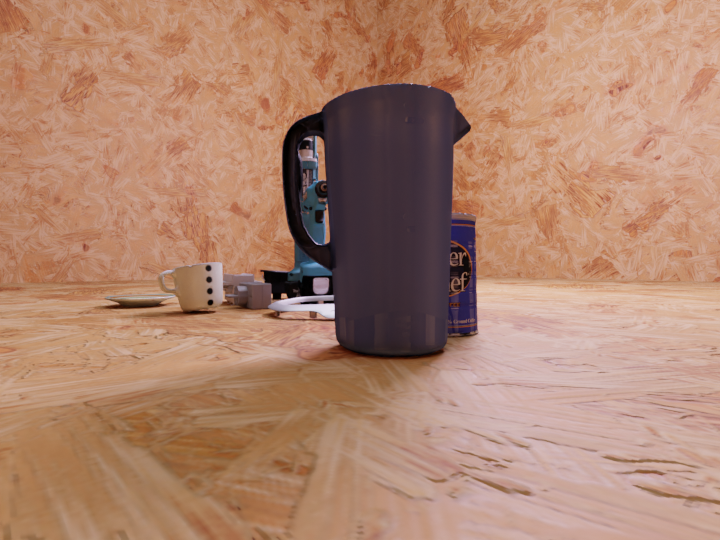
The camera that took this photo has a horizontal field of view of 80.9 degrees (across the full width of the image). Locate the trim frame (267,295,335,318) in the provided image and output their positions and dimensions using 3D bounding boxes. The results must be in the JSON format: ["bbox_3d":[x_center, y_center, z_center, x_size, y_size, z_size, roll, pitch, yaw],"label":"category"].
[{"bbox_3d":[-0.030,0.058,0.702,0.248,0.027,0.184,0,1,-2],"label":"trim frame"}]

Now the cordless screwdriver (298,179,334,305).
[{"bbox_3d":[-0.082,-0.054,0.843,0.073,0.249,0.161,0,-2,-12],"label":"cordless screwdriver"}]

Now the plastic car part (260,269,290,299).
[{"bbox_3d":[-0.193,0.033,1.008,0.069,0.071,0.111,-1,-1,34],"label":"plastic car part"}]

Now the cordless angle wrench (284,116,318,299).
[{"bbox_3d":[-0.123,-0.143,0.967,0.096,0.424,0.075,0,-3,-12],"label":"cordless angle wrench"}]
